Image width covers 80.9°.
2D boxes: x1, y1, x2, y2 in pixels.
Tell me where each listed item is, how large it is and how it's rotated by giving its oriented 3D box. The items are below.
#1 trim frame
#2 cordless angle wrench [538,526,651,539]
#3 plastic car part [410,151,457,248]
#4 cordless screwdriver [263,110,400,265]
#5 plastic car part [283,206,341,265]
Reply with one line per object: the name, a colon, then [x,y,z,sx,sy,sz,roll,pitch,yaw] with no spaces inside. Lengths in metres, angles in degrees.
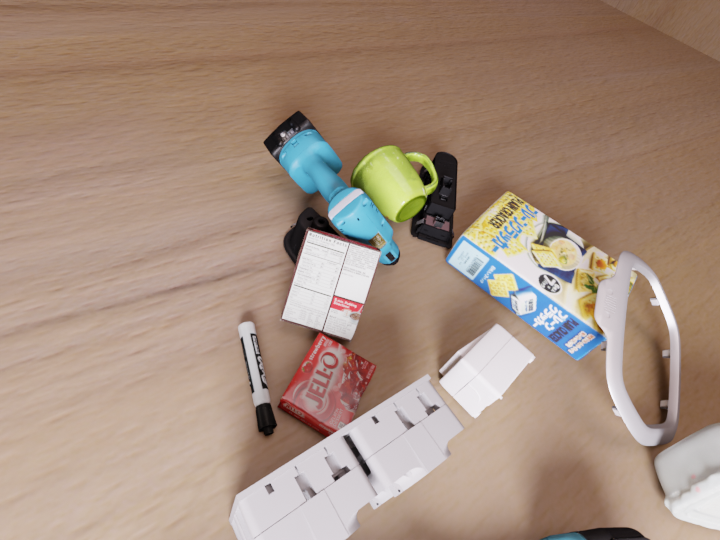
trim frame: [0.348,0.090,0.524,0.178,0.028,0.249,41,59,-20]
cordless angle wrench: [0.042,0.271,0.317,0.415,0.073,0.102,1,50,-11]
plastic car part: [0.128,-0.131,0.692,0.067,0.065,0.206,12,45,1]
cordless screwdriver: [-0.035,-0.112,0.602,0.074,0.150,0.262,-40,53,5]
plastic car part: [-0.054,-0.035,0.552,0.064,0.070,0.121,-24,64,-33]
